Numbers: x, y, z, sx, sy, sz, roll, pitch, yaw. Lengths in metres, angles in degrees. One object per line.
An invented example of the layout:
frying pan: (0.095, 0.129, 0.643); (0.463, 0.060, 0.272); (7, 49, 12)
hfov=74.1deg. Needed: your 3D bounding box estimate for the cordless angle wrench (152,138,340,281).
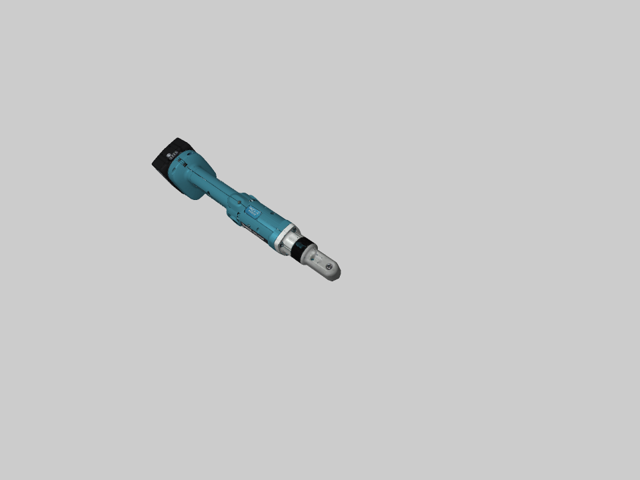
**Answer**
cordless angle wrench: (-0.132, -0.051, 0.743); (0.423, 0.074, 0.098); (33, -14, 27)
